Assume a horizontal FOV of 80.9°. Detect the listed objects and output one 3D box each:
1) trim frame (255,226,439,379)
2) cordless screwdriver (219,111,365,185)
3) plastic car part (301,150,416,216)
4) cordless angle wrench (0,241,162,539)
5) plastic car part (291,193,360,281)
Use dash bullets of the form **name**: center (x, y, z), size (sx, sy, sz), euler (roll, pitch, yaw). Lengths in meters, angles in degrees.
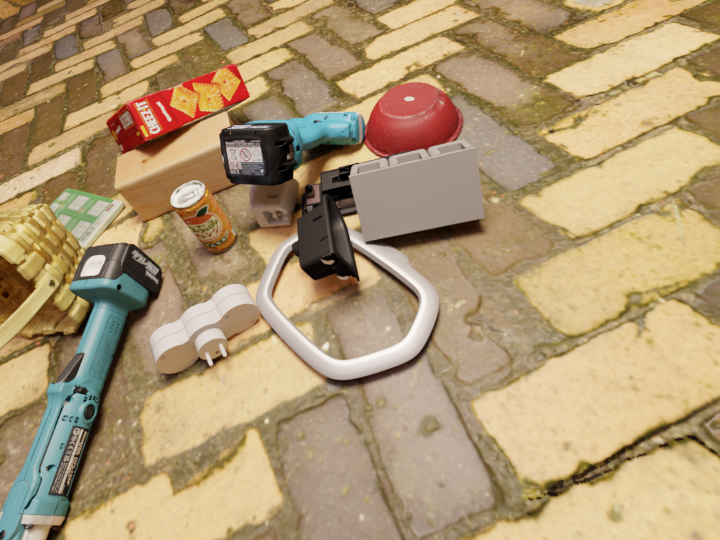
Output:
- **trim frame**: center (-0.024, 0.025, 0.524), size (0.183, 0.026, 0.263), euler (-44, 52, -15)
- **cordless screwdriver**: center (-0.115, -0.199, 0.643), size (0.166, 0.072, 0.244), euler (10, 30, 27)
- **plastic car part**: center (0.008, -0.129, 0.609), size (0.206, 0.064, 0.068), euler (-9, 45, 9)
- **cordless angle wrench**: center (-0.340, 0.164, 0.496), size (0.076, 0.093, 0.434), euler (-7, 57, 12)
- **plastic car part**: center (-0.052, -0.034, 0.535), size (0.072, 0.062, 0.121), euler (-28, 46, 14)
